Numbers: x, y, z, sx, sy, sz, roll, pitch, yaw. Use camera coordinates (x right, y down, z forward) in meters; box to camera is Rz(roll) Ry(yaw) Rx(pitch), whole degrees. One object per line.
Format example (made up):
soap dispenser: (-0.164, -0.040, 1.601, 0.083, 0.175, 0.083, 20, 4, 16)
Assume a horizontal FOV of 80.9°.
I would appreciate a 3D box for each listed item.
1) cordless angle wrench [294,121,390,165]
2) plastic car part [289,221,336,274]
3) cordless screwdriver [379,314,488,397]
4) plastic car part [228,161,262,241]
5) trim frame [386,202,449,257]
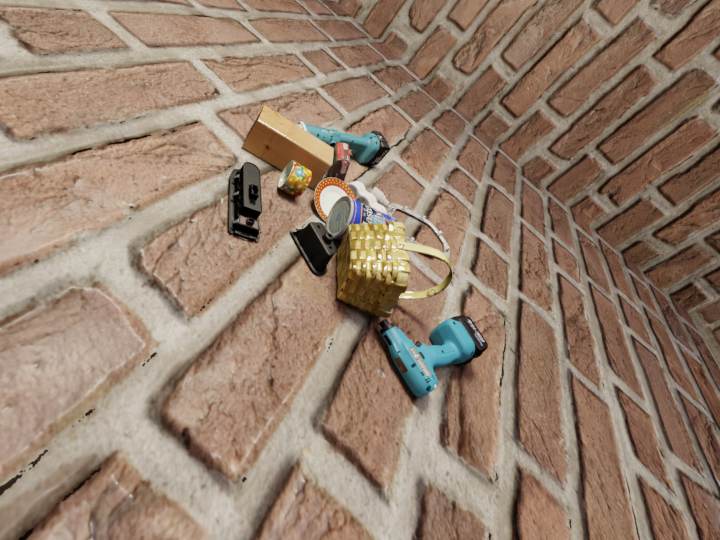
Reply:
cordless angle wrench: (-0.091, -0.382, 1.229, 0.403, 0.099, 0.077, -3, 59, -41)
plastic car part: (-0.087, -0.057, 0.890, 0.063, 0.071, 0.121, -4, 52, -45)
cordless screwdriver: (0.151, 0.150, 0.890, 0.238, 0.075, 0.165, -12, 61, -45)
plastic car part: (-0.234, -0.156, 0.870, 0.063, 0.067, 0.212, 11, 42, -28)
trim frame: (0.172, -0.117, 1.244, 0.238, 0.028, 0.190, 24, 39, -26)
